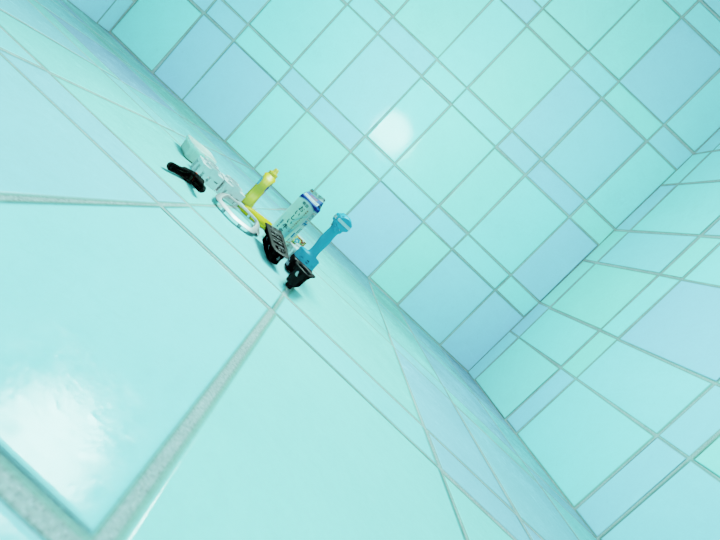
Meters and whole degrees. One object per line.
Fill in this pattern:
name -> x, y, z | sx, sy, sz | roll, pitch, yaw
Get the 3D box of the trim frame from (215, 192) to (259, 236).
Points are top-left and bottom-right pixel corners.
trim frame -> -0.391, -0.182, 1.363 | 0.180, 0.027, 0.254 | 43, 4, -14

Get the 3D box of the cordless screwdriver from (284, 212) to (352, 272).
cordless screwdriver -> -0.130, -0.085, 1.334 | 0.072, 0.249, 0.163 | 43, 5, -16

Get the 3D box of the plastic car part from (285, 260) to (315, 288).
plastic car part -> -0.171, 0.019, 1.138 | 0.066, 0.071, 0.115 | 44, 4, 1

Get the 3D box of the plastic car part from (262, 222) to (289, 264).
plastic car part -> -0.260, -0.075, 1.257 | 0.063, 0.067, 0.212 | 41, 5, -31
